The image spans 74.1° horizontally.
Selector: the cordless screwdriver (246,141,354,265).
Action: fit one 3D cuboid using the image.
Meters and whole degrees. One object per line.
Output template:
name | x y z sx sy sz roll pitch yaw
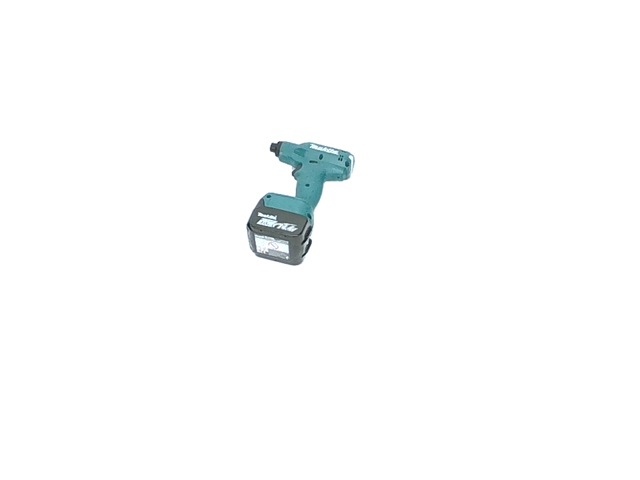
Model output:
cordless screwdriver | -0.053 -0.083 0.720 0.160 0.247 0.074 16 -39 13
